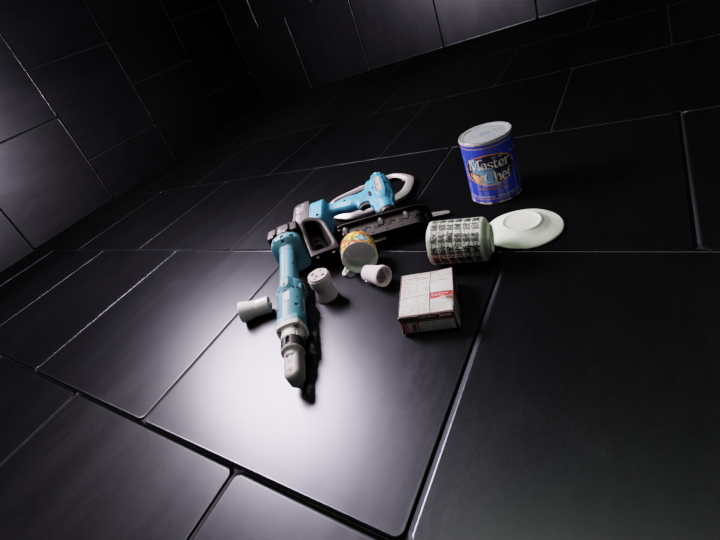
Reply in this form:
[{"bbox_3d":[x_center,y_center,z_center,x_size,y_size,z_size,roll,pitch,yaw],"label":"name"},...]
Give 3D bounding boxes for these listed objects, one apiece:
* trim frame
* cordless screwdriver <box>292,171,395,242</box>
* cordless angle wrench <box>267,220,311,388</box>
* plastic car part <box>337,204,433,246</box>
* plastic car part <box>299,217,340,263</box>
[{"bbox_3d":[0.026,-0.197,1.122,0.249,0.026,0.192,-26,32,1],"label":"trim frame"},{"bbox_3d":[-0.037,-0.135,1.006,0.252,0.070,0.165,-22,40,13],"label":"cordless screwdriver"},{"bbox_3d":[-0.133,0.046,0.813,0.075,0.093,0.439,-24,34,6],"label":"cordless angle wrench"},{"bbox_3d":[0.055,-0.089,0.907,0.206,0.063,0.069,-17,40,11],"label":"plastic car part"},{"bbox_3d":[-0.093,-0.061,0.953,0.065,0.068,0.122,-20,47,-10],"label":"plastic car part"}]
